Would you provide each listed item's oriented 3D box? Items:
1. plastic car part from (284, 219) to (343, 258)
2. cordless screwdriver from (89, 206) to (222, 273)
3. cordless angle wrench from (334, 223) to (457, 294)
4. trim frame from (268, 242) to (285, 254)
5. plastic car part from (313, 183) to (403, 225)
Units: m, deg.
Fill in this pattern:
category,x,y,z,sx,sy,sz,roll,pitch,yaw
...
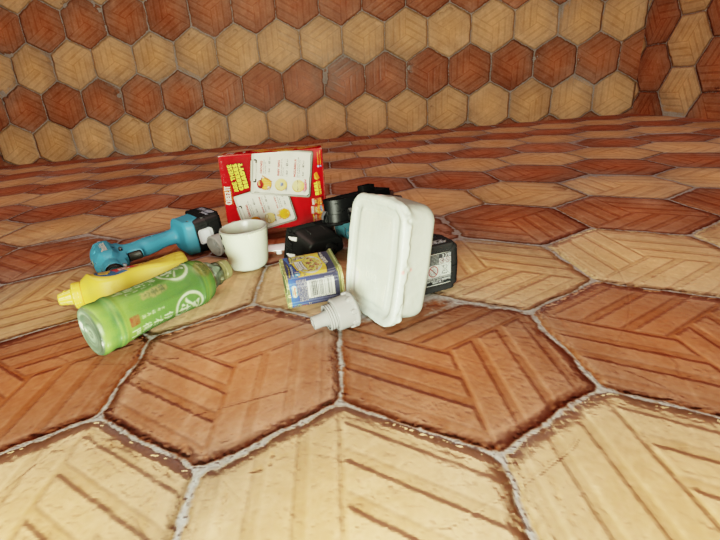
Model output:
category,x,y,z,sx,sy,sz,roll,pitch,yaw
plastic car part,-0.078,-0.051,0.794,0.112,0.064,0.075,-18,41,-37
cordless screwdriver,-0.388,-0.049,0.828,0.242,0.072,0.168,-25,30,-30
cordless angle wrench,0.015,-0.067,0.793,0.095,0.073,0.443,-13,22,-21
trim frame,-0.188,-0.082,0.920,0.179,0.027,0.262,-15,27,-24
plastic car part,0.002,-0.124,0.789,0.197,0.065,0.070,-25,33,-37
